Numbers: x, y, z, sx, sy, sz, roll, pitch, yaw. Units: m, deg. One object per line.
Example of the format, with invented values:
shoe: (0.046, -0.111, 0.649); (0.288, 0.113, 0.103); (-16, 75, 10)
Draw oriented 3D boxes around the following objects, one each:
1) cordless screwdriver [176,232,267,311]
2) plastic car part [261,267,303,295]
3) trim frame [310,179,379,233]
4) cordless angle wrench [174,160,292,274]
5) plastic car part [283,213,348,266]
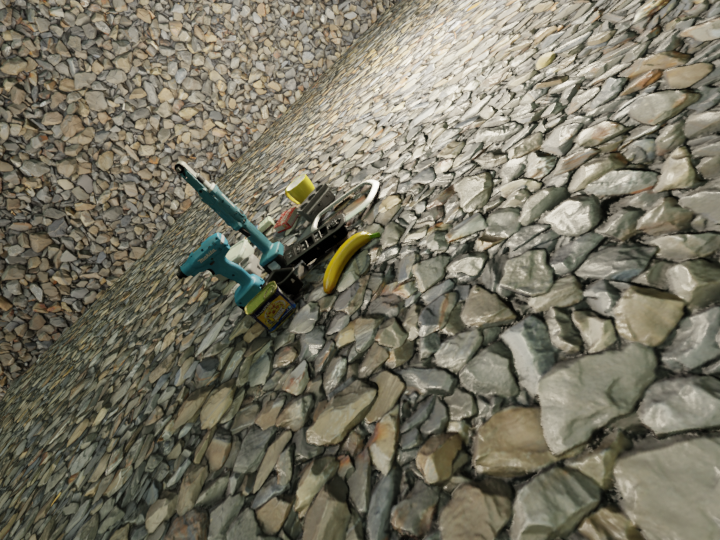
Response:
cordless screwdriver: (-0.354, 0.030, 1.130); (0.160, 0.238, 0.077); (-39, 26, 8)
plastic car part: (-0.193, 0.037, 1.097); (0.122, 0.068, 0.066); (-6, 45, 48)
trim frame: (-0.047, -0.184, 1.244); (0.251, 0.026, 0.191); (-36, 30, 13)
cordless angle wrench: (-0.351, -0.146, 1.182); (0.075, 0.405, 0.101); (-34, 27, 17)
plastic car part: (-0.112, -0.073, 1.143); (0.204, 0.064, 0.069); (-38, 28, 10)
